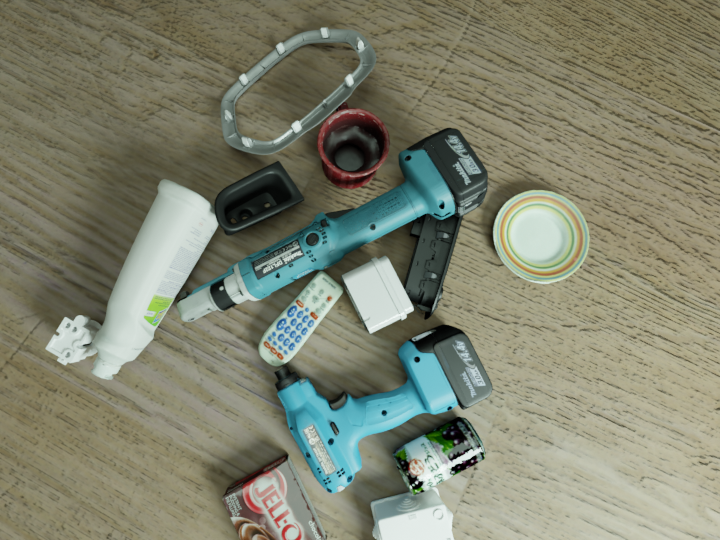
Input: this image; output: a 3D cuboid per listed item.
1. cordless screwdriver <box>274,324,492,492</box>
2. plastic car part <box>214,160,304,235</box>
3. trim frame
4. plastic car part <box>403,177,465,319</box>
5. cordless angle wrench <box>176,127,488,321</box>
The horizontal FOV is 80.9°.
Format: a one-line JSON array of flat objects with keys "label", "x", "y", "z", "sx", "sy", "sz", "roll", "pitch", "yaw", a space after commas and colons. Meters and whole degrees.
[{"label": "cordless screwdriver", "x": 0.022, "y": 0.145, "z": 0.536, "sx": 0.248, "sy": 0.073, "sz": 0.161, "roll": -30, "pitch": 83, "yaw": -1}, {"label": "plastic car part", "x": -0.146, "y": -0.086, "z": 0.573, "sx": 0.114, "sy": 0.071, "sz": 0.067, "roll": -32, "pitch": 85, "yaw": -22}, {"label": "trim frame", "x": -0.093, "y": -0.260, "z": 0.593, "sx": 0.247, "sy": 0.026, "sz": 0.193, "roll": -42, "pitch": 61, "yaw": -8}, {"label": "plastic car part", "x": 0.098, "y": -0.037, "z": 0.564, "sx": 0.067, "sy": 0.066, "sz": 0.204, "roll": 14, "pitch": 81, "yaw": -3}, {"label": "cordless angle wrench", "x": -0.053, "y": -0.035, "z": 0.540, "sx": 0.426, "sy": 0.071, "sz": 0.101, "roll": -27, "pitch": 69, "yaw": 7}]
